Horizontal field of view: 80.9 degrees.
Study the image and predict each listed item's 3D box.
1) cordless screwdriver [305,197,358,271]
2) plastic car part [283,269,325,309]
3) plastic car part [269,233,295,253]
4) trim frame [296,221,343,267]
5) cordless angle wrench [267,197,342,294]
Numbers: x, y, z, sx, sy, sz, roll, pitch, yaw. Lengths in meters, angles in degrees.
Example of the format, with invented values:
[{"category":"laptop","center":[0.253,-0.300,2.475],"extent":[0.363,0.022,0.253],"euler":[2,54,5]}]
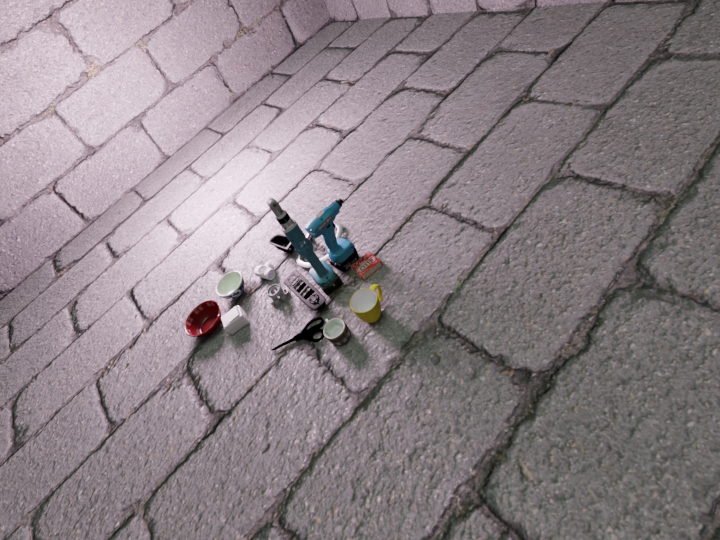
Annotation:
[{"category":"cordless screwdriver","center":[-0.079,-0.121,1.462],"extent":[0.158,0.236,0.079],"euler":[-46,45,-15]},{"category":"plastic car part","center":[-0.187,0.080,1.475],"extent":[0.066,0.063,0.215],"euler":[-43,44,-11]},{"category":"plastic car part","center":[-0.304,-0.101,1.698],"extent":[0.123,0.067,0.066],"euler":[15,60,38]},{"category":"trim frame","center":[-0.161,-0.105,1.648],"extent":[0.191,0.026,0.252],"euler":[-4,51,28]},{"category":"cordless angle wrench","center":[-0.184,-0.077,1.365],"extent":[0.074,0.401,0.104],"euler":[-39,43,-8]}]
